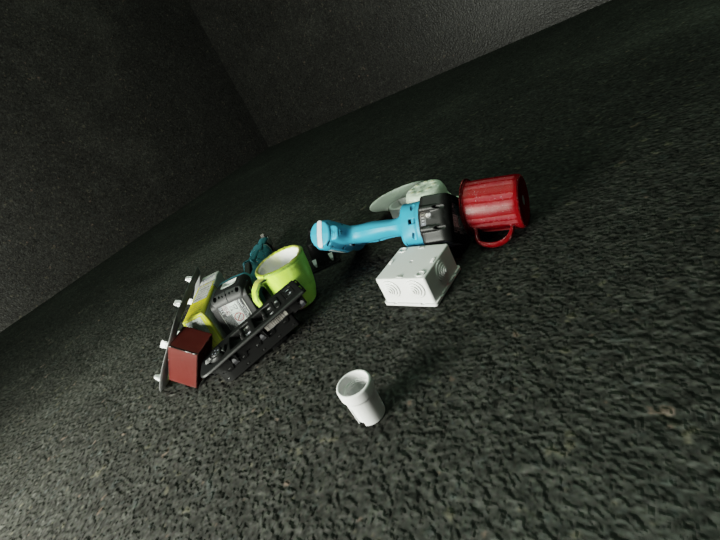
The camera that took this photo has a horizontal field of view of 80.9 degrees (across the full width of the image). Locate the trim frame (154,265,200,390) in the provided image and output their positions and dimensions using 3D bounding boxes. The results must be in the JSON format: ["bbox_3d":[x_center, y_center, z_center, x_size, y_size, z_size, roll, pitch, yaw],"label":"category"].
[{"bbox_3d":[-0.332,0.100,0.777,0.027,0.182,0.257,12,29,-16],"label":"trim frame"}]

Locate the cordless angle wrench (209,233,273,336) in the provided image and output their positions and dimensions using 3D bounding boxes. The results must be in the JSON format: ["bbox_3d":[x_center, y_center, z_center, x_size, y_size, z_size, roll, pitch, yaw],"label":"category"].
[{"bbox_3d":[-0.227,0.001,0.917,0.075,0.095,0.433,-26,21,5],"label":"cordless angle wrench"}]

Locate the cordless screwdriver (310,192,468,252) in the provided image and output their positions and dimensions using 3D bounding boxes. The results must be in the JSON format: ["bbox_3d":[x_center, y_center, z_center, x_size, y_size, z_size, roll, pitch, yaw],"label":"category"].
[{"bbox_3d":[0.055,-0.067,0.729,0.259,0.075,0.152,-6,-6,31],"label":"cordless screwdriver"}]

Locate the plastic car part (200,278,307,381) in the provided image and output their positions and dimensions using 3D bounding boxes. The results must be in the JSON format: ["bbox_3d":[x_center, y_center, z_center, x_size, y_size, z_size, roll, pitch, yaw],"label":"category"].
[{"bbox_3d":[-0.162,0.102,0.669,0.202,0.064,0.070,-38,31,-9],"label":"plastic car part"}]

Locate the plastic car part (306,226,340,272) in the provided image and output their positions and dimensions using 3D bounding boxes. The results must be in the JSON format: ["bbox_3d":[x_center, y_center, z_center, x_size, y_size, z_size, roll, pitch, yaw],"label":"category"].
[{"bbox_3d":[-0.087,-0.057,0.888,0.066,0.068,0.120,-24,27,7],"label":"plastic car part"}]
